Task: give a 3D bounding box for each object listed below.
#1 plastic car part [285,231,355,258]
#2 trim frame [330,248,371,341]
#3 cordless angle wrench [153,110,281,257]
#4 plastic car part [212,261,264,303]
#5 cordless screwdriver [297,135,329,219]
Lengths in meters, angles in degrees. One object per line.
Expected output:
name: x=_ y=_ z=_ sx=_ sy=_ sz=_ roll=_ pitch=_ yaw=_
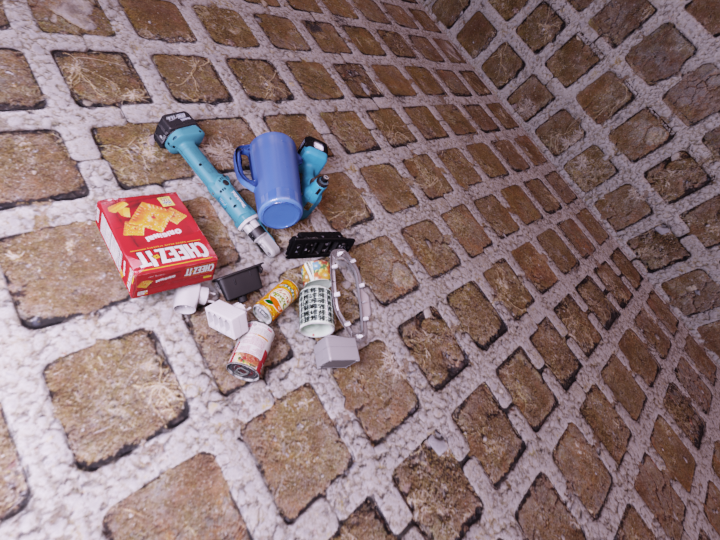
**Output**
plastic car part: x=-0.108 y=-0.071 z=1.105 sx=0.194 sy=0.065 sz=0.071 roll=-1 pitch=36 yaw=-34
trim frame: x=-0.024 y=0.055 z=1.047 sx=0.174 sy=0.028 sz=0.257 roll=43 pitch=31 yaw=-49
cordless angle wrench: x=-0.338 y=-0.200 z=1.029 sx=0.425 sy=0.075 sz=0.096 roll=51 pitch=41 yaw=3
plastic car part: x=-0.262 y=0.034 z=0.923 sx=0.113 sy=0.068 sz=0.071 roll=-27 pitch=93 yaw=-40
cordless screwdriver: x=-0.130 y=-0.273 z=1.161 sx=0.071 sy=0.161 sz=0.256 roll=21 pitch=48 yaw=-26
